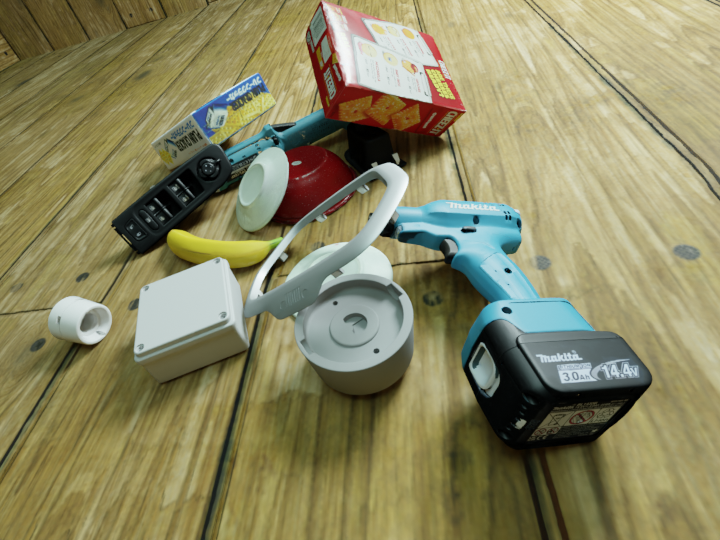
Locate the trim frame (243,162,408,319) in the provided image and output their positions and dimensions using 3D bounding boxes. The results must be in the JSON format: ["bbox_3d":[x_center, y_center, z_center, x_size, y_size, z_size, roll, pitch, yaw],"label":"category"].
[{"bbox_3d":[-0.045,-0.029,0.455,0.255,0.026,0.186,-27,30,37],"label":"trim frame"}]

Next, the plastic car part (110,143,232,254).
[{"bbox_3d":[-0.283,-0.114,0.664,0.203,0.066,0.067,-41,5,0],"label":"plastic car part"}]

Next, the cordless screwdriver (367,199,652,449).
[{"bbox_3d":[0.101,0.018,0.371,0.157,0.072,0.258,1,40,-10],"label":"cordless screwdriver"}]

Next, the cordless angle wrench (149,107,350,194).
[{"bbox_3d":[-0.162,-0.210,0.725,0.422,0.093,0.078,-27,43,-2],"label":"cordless angle wrench"}]

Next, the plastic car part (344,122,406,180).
[{"bbox_3d":[0.010,-0.200,0.657,0.065,0.068,0.123,-26,46,-13],"label":"plastic car part"}]
